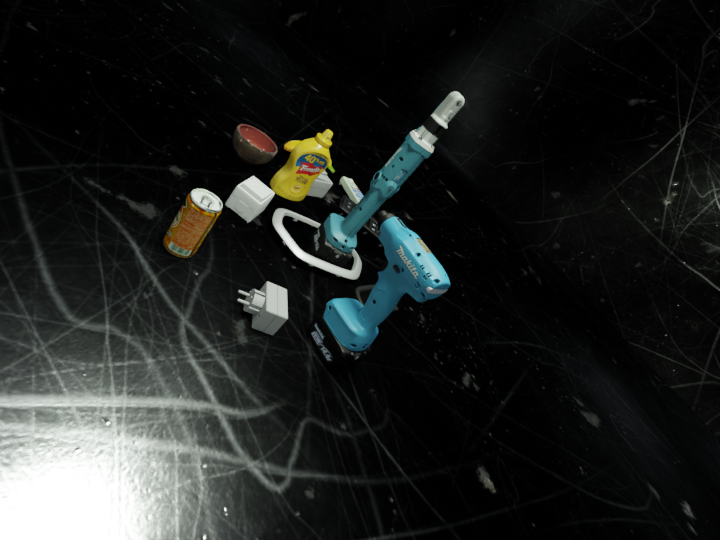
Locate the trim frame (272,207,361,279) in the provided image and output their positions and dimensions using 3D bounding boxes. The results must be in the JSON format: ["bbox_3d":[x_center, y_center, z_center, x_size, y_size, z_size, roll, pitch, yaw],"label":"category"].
[{"bbox_3d":[-0.092,-0.060,0.937,0.236,0.028,0.193,20,34,-34],"label":"trim frame"}]

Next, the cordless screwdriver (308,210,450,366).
[{"bbox_3d":[0.011,0.034,0.685,0.070,0.250,0.166,8,43,-48],"label":"cordless screwdriver"}]

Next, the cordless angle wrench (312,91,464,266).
[{"bbox_3d":[0.052,-0.178,0.858,0.071,0.426,0.102,28,32,-27],"label":"cordless angle wrench"}]

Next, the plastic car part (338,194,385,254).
[{"bbox_3d":[0.016,-0.104,1.093,0.198,0.067,0.067,34,29,-12],"label":"plastic car part"}]

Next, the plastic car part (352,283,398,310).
[{"bbox_3d":[0.008,0.072,0.818,0.111,0.071,0.069,-2,50,-53],"label":"plastic car part"}]
